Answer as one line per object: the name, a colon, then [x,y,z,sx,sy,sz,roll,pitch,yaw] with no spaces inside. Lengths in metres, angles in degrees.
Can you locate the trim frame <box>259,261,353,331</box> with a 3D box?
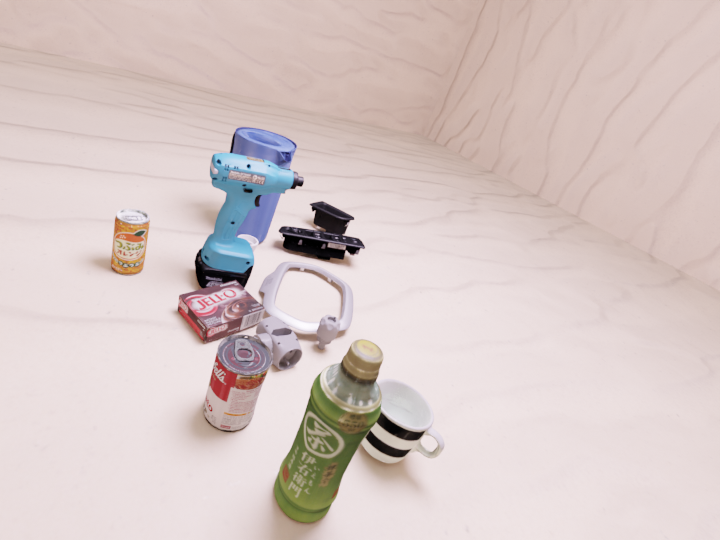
trim frame: [-0.102,0.047,0.824,0.183,0.027,0.253,16,27,-6]

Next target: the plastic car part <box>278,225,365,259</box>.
plastic car part: [-0.097,-0.063,0.991,0.199,0.066,0.068,14,27,-11]

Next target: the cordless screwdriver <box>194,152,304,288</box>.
cordless screwdriver: [-0.204,-0.080,0.753,0.153,0.246,0.078,7,29,-27]

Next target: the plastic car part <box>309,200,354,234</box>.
plastic car part: [-0.081,-0.131,1.126,0.122,0.070,0.064,32,28,23]
